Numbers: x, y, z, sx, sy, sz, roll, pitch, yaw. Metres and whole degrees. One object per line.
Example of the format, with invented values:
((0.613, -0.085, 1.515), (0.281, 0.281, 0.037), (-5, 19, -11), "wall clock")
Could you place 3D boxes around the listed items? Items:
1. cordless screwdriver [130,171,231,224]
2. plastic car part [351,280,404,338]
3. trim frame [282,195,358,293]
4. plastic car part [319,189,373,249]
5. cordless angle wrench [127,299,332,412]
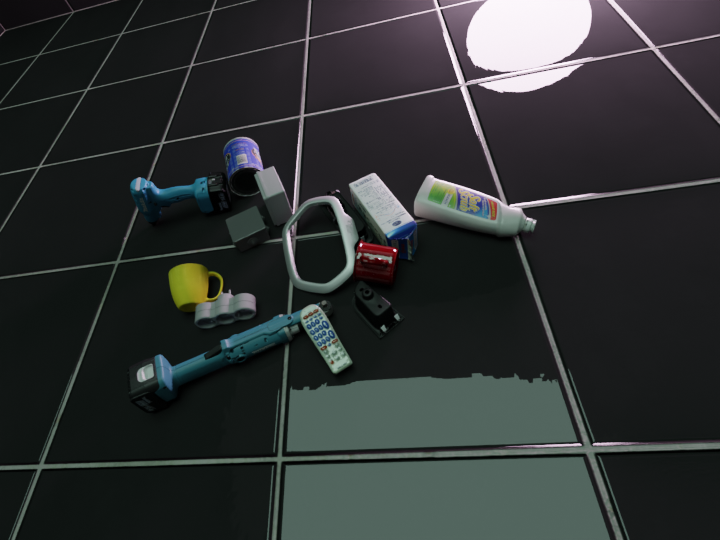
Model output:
((-0.482, -0.189, 1.156), (0.246, 0.155, 0.077), (-5, 56, -8), "cordless screwdriver")
((0.023, 0.066, 0.854), (0.065, 0.068, 0.123), (-37, 57, -15), "plastic car part")
((-0.095, -0.062, 0.973), (0.187, 0.026, 0.258), (-25, 59, 17), "trim frame")
((-0.036, -0.135, 1.024), (0.065, 0.064, 0.213), (-25, 55, -14), "plastic car part")
((-0.252, 0.158, 0.861), (0.420, 0.094, 0.078), (-23, 53, -7), "cordless angle wrench")
